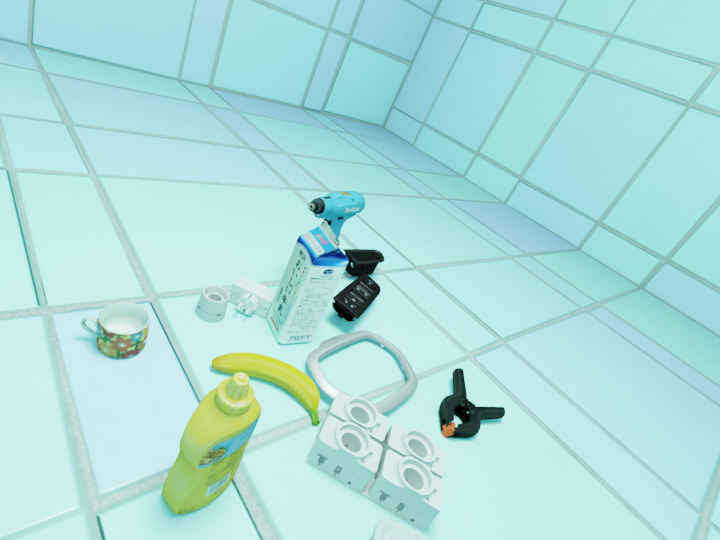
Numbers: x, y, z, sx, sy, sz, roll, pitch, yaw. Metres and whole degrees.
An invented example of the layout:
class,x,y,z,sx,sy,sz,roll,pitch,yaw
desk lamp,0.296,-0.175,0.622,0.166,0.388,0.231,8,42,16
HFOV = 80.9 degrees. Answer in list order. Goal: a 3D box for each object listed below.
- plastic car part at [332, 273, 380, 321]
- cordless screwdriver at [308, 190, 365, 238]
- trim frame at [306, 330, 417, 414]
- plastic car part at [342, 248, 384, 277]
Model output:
class,x,y,z,sx,sy,sz,roll,pitch,yaw
plastic car part,-0.008,0.066,0.954,0.068,0.066,0.199,30,28,10
cordless screwdriver,-0.090,-0.059,0.916,0.078,0.247,0.153,39,30,23
trim frame,0.006,0.184,0.799,0.193,0.027,0.239,38,31,26
plastic car part,0.005,-0.014,1.102,0.111,0.070,0.070,0,36,-39
